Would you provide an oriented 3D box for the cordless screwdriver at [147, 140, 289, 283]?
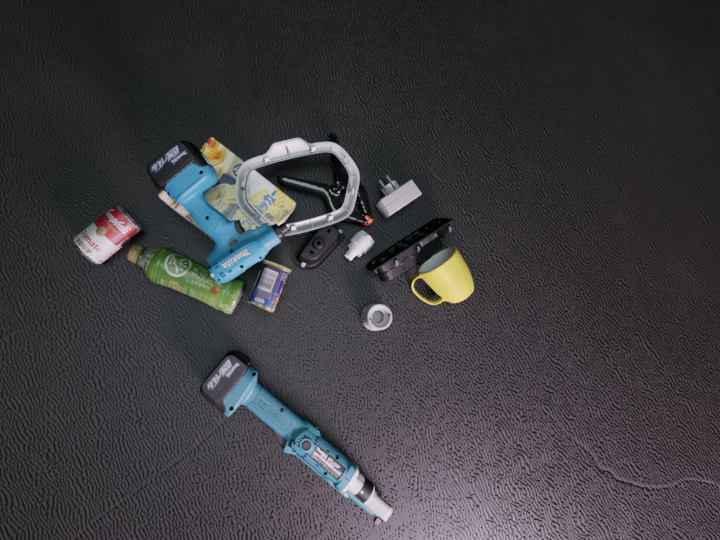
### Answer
[{"bbox_3d":[-0.252,-0.118,0.757,0.159,0.074,0.248,-33,91,0],"label":"cordless screwdriver"}]

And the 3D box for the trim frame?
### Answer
[{"bbox_3d":[-0.118,-0.166,0.817,0.245,0.027,0.187,-16,80,-10],"label":"trim frame"}]

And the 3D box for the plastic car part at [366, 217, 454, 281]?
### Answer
[{"bbox_3d":[0.102,-0.040,0.872,0.201,0.069,0.065,-28,113,-12],"label":"plastic car part"}]

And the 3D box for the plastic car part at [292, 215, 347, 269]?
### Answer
[{"bbox_3d":[-0.083,-0.054,0.844,0.066,0.071,0.116,39,75,-1],"label":"plastic car part"}]

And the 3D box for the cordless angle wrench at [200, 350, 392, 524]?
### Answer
[{"bbox_3d":[-0.106,0.314,0.779,0.422,0.075,0.098,40,78,-1],"label":"cordless angle wrench"}]
